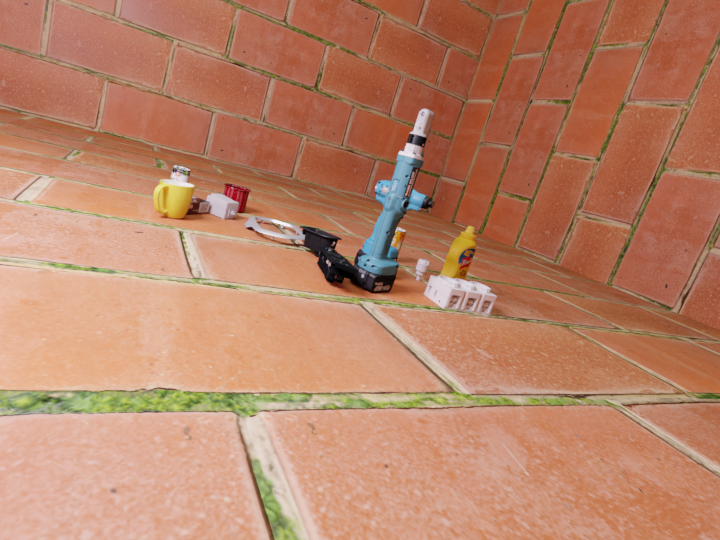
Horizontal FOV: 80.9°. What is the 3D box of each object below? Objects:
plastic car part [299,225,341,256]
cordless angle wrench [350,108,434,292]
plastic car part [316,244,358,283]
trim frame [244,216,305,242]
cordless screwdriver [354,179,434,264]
[{"bbox_3d":[-0.113,-0.074,1.151,0.123,0.070,0.063,28,17,39],"label":"plastic car part"},{"bbox_3d":[0.084,-0.156,0.966,0.079,0.420,0.093,28,16,40],"label":"cordless angle wrench"},{"bbox_3d":[-0.063,-0.013,0.981,0.064,0.066,0.210,13,14,-17],"label":"plastic car part"},{"bbox_3d":[-0.257,-0.125,1.278,0.178,0.027,0.259,10,15,-22],"label":"trim frame"},{"bbox_3d":[0.087,-0.102,1.117,0.167,0.247,0.071,24,14,28],"label":"cordless screwdriver"}]
